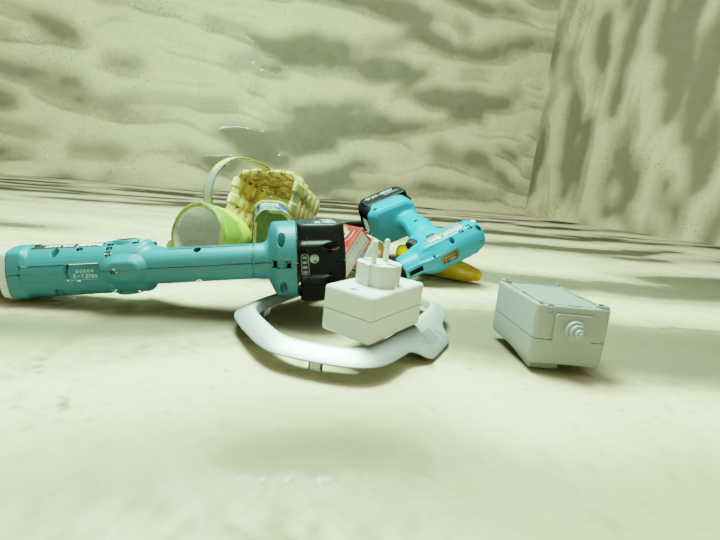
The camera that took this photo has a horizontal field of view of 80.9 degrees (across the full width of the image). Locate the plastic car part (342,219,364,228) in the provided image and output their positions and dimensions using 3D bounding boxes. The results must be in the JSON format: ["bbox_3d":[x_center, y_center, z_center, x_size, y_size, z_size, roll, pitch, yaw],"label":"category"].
[{"bbox_3d":[-0.006,-0.073,0.909,0.115,0.066,0.071,1,-4,-6],"label":"plastic car part"}]

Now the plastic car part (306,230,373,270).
[{"bbox_3d":[-0.072,-0.047,0.735,0.211,0.066,0.064,11,2,23],"label":"plastic car part"}]

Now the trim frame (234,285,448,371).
[{"bbox_3d":[-0.010,0.046,0.419,0.192,0.027,0.239,10,11,26],"label":"trim frame"}]

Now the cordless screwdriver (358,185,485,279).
[{"bbox_3d":[0.067,-0.062,0.717,0.157,0.071,0.261,-26,30,-12],"label":"cordless screwdriver"}]

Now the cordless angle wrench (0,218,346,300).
[{"bbox_3d":[-0.229,-0.005,0.423,0.420,0.073,0.099,-3,10,-4],"label":"cordless angle wrench"}]
